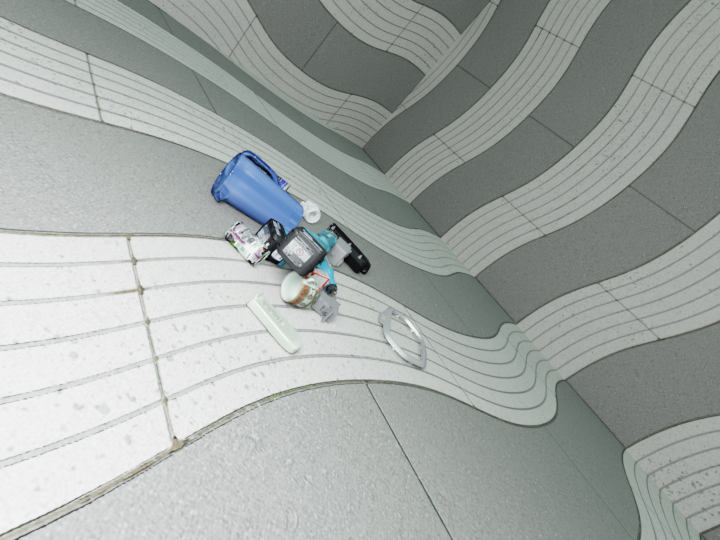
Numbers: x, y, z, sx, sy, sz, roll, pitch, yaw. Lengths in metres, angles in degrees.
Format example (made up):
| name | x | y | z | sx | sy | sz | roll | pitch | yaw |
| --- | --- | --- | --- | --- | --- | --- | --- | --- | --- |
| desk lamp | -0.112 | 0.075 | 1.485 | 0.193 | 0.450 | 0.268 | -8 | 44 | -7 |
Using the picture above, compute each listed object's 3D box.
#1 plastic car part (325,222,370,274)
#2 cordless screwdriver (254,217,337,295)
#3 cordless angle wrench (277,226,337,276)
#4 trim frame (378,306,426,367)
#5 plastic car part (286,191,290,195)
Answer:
| name | x | y | z | sx | sy | sz | roll | pitch | yaw |
| --- | --- | --- | --- | --- | --- | --- | --- | --- | --- |
| plastic car part | -0.048 | -0.066 | 1.418 | 0.206 | 0.067 | 0.066 | 45 | 29 | 6 |
| cordless screwdriver | -0.159 | -0.027 | 1.105 | 0.235 | 0.075 | 0.167 | 30 | 23 | -43 |
| cordless angle wrench | -0.108 | -0.071 | 1.104 | 0.098 | 0.075 | 0.420 | 45 | 11 | -2 |
| trim frame | 0.128 | 0.195 | 1.262 | 0.183 | 0.028 | 0.249 | 42 | 21 | -6 |
| plastic car part | -0.237 | -0.213 | 1.377 | 0.116 | 0.066 | 0.071 | 46 | 5 | -3 |
